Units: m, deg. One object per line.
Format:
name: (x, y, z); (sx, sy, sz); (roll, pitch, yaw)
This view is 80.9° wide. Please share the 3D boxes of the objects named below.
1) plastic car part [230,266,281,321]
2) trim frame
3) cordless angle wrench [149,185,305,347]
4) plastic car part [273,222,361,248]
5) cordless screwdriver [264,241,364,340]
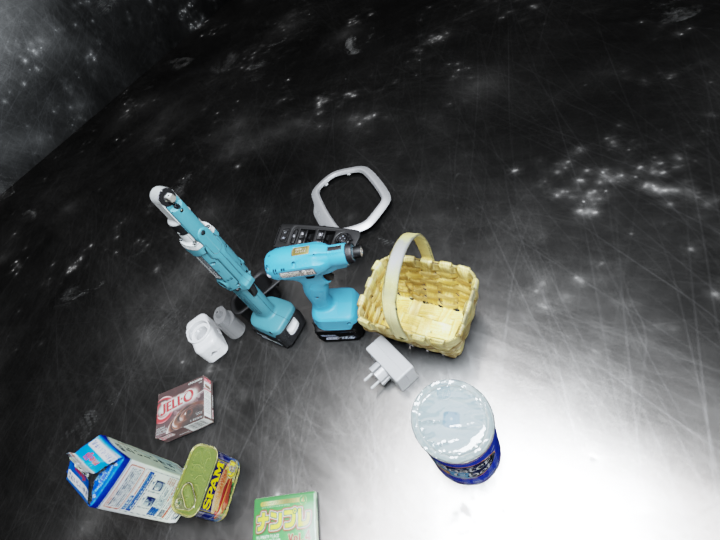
plastic car part: (-0.222, 0.061, 0.917); (0.116, 0.067, 0.070); (-45, 50, -13)
trim frame: (-0.031, -0.175, 1.037); (0.184, 0.026, 0.261); (-30, 48, 1)
cordless angle wrench: (-0.223, 0.005, 0.737); (0.103, 0.401, 0.074); (15, 61, 31)
plastic car part: (-0.093, -0.061, 0.953); (0.211, 0.063, 0.067); (3, 56, 27)
cordless screwdriver: (-0.045, 0.036, 0.741); (0.164, 0.236, 0.076); (-7, 52, 18)
